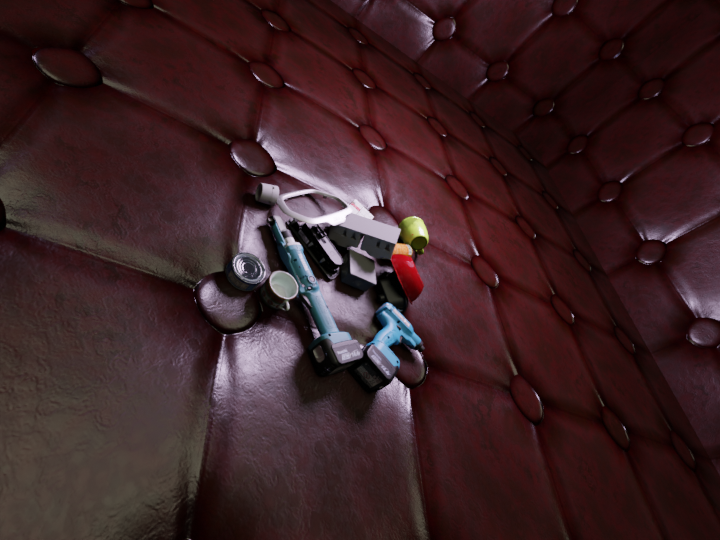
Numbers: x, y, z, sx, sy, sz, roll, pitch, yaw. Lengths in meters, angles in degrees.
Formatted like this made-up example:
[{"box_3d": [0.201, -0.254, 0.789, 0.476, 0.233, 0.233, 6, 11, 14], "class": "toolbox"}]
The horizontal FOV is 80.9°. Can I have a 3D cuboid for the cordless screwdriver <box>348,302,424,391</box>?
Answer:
[{"box_3d": [0.076, 0.200, 1.049, 0.159, 0.075, 0.246, 44, 34, -2], "class": "cordless screwdriver"}]

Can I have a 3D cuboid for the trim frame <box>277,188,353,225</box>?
[{"box_3d": [-0.128, -0.180, 1.194, 0.193, 0.027, 0.241, 30, 31, 24], "class": "trim frame"}]

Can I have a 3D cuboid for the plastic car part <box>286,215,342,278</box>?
[{"box_3d": [-0.111, -0.073, 1.140, 0.207, 0.068, 0.064, 57, 32, 10], "class": "plastic car part"}]

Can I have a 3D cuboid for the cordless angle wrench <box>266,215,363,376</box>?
[{"box_3d": [-0.131, 0.036, 1.015, 0.093, 0.075, 0.439, -2, 55, -44], "class": "cordless angle wrench"}]

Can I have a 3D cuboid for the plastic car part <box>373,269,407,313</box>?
[{"box_3d": [0.077, 0.067, 1.185, 0.068, 0.066, 0.121, -5, 62, -27], "class": "plastic car part"}]
